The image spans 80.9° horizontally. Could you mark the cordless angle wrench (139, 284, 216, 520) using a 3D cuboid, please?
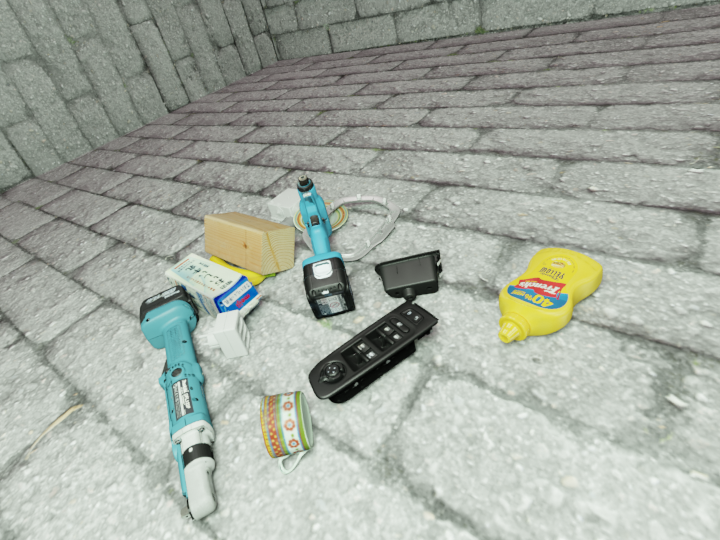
[{"bbox_3d":[-0.278,0.175,0.661,0.097,0.071,0.447,-26,39,-14],"label":"cordless angle wrench"}]

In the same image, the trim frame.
[{"bbox_3d":[-0.018,-0.104,0.937,0.193,0.026,0.246,20,47,27],"label":"trim frame"}]

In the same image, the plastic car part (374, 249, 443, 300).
[{"bbox_3d":[0.088,0.017,0.730,0.118,0.063,0.073,-14,49,9],"label":"plastic car part"}]

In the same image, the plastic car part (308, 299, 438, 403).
[{"bbox_3d":[0.016,0.122,0.605,0.199,0.064,0.070,-28,44,-21],"label":"plastic car part"}]

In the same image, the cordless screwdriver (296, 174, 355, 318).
[{"bbox_3d":[-0.075,-0.049,0.770,0.074,0.152,0.259,-15,49,0],"label":"cordless screwdriver"}]
